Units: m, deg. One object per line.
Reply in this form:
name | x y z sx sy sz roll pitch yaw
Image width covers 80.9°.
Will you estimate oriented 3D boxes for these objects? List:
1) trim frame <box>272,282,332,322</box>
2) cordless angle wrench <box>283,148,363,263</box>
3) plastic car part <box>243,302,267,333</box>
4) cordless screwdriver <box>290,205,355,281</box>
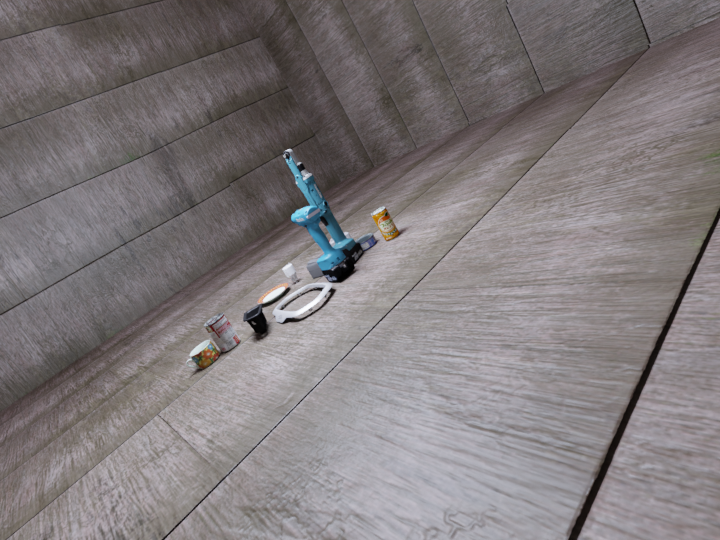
trim frame | -0.179 0.093 1.273 0.181 0.027 0.258 -39 19 -26
cordless angle wrench | -0.132 -0.207 1.382 0.077 0.414 0.097 -21 15 38
plastic car part | -0.302 0.150 1.243 0.066 0.069 0.120 -32 15 -5
cordless screwdriver | -0.129 -0.085 1.323 0.073 0.244 0.165 -36 14 -25
